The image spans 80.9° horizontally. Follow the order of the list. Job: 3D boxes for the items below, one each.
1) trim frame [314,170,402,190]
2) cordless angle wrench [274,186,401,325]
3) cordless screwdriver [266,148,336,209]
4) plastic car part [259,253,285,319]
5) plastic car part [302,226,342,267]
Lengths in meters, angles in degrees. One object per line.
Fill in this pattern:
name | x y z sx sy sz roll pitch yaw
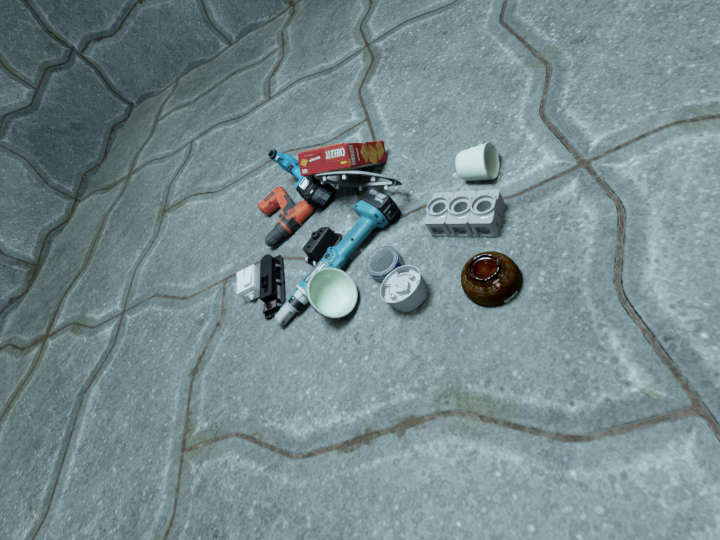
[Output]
trim frame | -0.010 -0.233 1.112 0.261 0.175 0.027 7 93 47
cordless angle wrench | -0.070 -0.026 1.074 0.422 0.070 0.104 -49 44 -3
cordless screwdriver | -0.188 -0.292 1.296 0.074 0.150 0.263 -54 44 13
plastic car part | -0.251 0.032 1.166 0.067 0.063 0.210 -30 42 22
plastic car part | -0.111 -0.073 1.136 0.070 0.067 0.116 27 78 43
